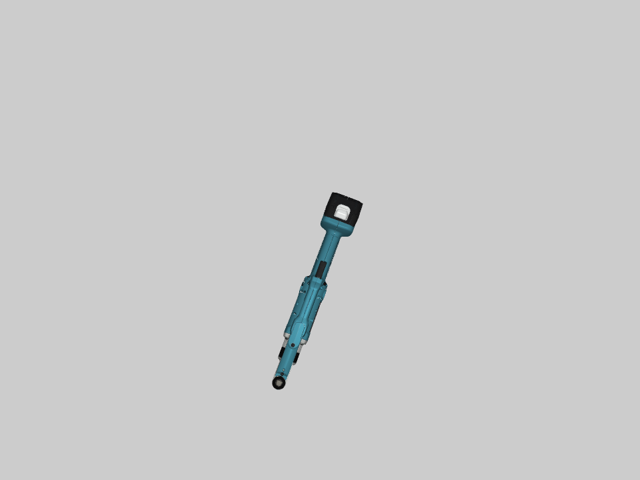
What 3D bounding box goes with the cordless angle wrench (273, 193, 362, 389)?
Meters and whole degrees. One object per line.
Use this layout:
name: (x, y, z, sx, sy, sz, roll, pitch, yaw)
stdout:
cordless angle wrench: (-0.016, 0.106, 0.899, 0.074, 0.422, 0.098, 21, -14, 0)
